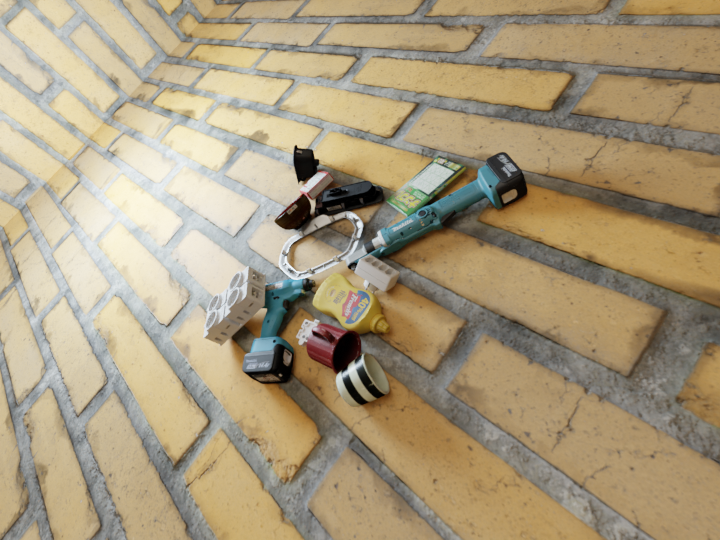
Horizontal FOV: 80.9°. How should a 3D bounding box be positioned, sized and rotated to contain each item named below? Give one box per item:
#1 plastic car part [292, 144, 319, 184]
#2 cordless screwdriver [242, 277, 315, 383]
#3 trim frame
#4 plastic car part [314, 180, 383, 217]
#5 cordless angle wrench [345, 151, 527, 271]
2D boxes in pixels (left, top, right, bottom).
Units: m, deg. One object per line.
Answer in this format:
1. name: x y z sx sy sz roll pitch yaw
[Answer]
1. plastic car part: -0.156 -0.314 1.244 0.072 0.113 0.067 5 60 4
2. cordless screwdriver: -0.184 0.129 0.986 0.163 0.070 0.256 -16 50 20
3. trim frame: -0.107 -0.070 1.092 0.252 0.026 0.191 -26 45 16
4. plastic car part: -0.039 -0.198 1.125 0.210 0.063 0.067 -6 50 24
5. cordless angle wrench: 0.150 -0.113 0.953 0.429 0.070 0.102 -28 50 14
